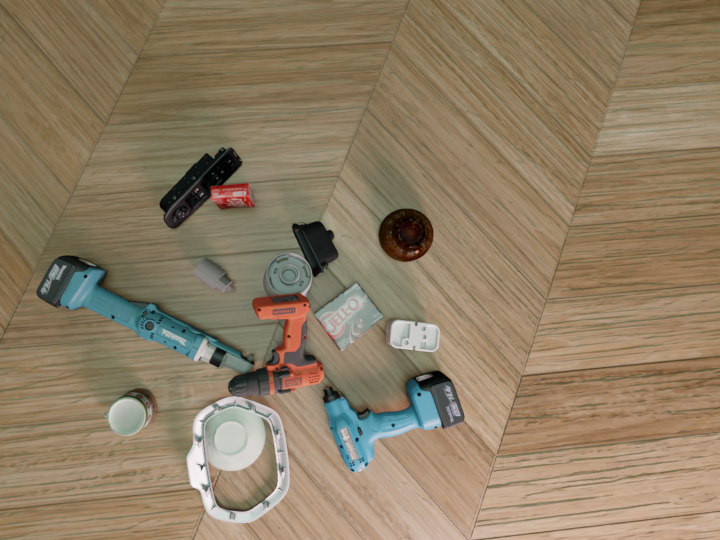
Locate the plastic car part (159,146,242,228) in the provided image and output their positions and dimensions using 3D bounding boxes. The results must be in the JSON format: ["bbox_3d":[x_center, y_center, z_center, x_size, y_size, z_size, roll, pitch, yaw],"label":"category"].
[{"bbox_3d":[-0.335,-0.175,0.859,0.068,0.065,0.202,37,83,9],"label":"plastic car part"}]

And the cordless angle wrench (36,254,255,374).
[{"bbox_3d":[-0.402,0.102,0.821,0.422,0.074,0.098,26,83,-1],"label":"cordless angle wrench"}]

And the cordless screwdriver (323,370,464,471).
[{"bbox_3d":[0.058,0.262,0.815,0.248,0.074,0.161,-23,85,-1],"label":"cordless screwdriver"}]

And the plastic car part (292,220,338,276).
[{"bbox_3d":[-0.084,-0.055,0.859,0.069,0.066,0.118,-21,82,-21],"label":"plastic car part"}]

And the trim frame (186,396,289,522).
[{"bbox_3d":[-0.229,0.359,0.795,0.183,0.028,0.246,-6,96,-5],"label":"trim frame"}]
